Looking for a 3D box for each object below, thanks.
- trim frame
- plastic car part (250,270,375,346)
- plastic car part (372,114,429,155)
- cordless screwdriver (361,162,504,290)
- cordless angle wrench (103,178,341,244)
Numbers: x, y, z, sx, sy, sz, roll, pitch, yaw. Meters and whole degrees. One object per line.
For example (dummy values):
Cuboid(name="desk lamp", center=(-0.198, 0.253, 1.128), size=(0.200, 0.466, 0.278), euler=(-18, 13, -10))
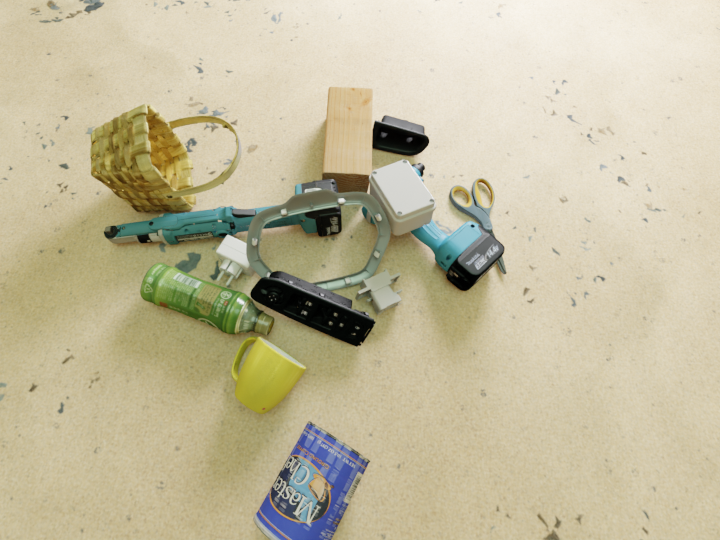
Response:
Cuboid(name="trim frame", center=(-0.070, -0.046, 0.715), size=(0.248, 0.028, 0.180), euler=(-10, 109, -1))
Cuboid(name="plastic car part", center=(-0.078, 0.052, 0.696), size=(0.200, 0.066, 0.068), euler=(21, 40, -8))
Cuboid(name="plastic car part", center=(0.081, -0.285, 0.873), size=(0.117, 0.064, 0.072), euler=(12, 52, -1))
Cuboid(name="cordless screwdriver", center=(0.143, -0.092, 0.776), size=(0.258, 0.072, 0.158), euler=(40, 70, 19))
Cuboid(name="cordless angle wrench", center=(-0.248, -0.089, 0.765), size=(0.423, 0.095, 0.076), euler=(-7, 68, 0))
